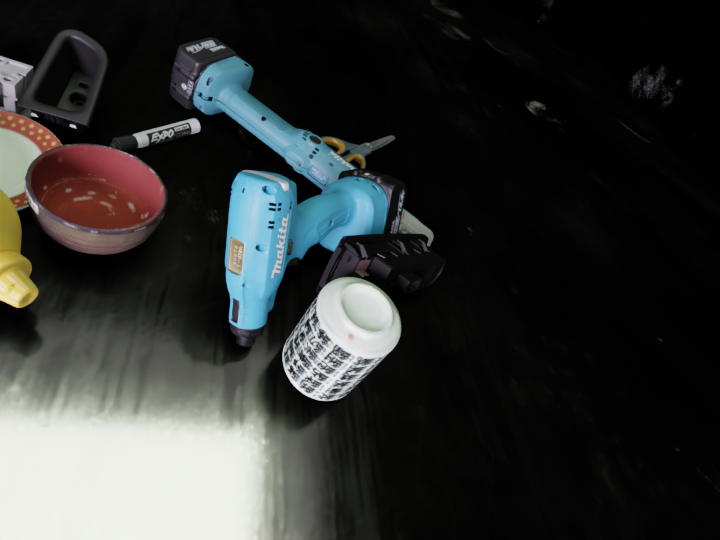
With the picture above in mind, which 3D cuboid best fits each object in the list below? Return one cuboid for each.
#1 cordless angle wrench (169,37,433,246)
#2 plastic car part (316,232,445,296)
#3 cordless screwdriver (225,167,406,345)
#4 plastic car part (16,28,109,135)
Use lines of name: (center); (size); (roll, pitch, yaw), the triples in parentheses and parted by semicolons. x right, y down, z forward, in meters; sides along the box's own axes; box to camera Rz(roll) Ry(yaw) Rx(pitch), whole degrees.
cordless angle wrench: (-0.074, -0.163, 0.587); (0.425, 0.074, 0.097); (38, 43, 3)
plastic car part: (0.041, -0.005, 0.471); (0.070, 0.066, 0.195); (28, 21, 26)
cordless screwdriver: (-0.044, -0.029, 0.449); (0.078, 0.157, 0.241); (21, 23, 26)
plastic car part: (-0.321, -0.200, 0.474); (0.064, 0.072, 0.119); (14, 62, -23)
